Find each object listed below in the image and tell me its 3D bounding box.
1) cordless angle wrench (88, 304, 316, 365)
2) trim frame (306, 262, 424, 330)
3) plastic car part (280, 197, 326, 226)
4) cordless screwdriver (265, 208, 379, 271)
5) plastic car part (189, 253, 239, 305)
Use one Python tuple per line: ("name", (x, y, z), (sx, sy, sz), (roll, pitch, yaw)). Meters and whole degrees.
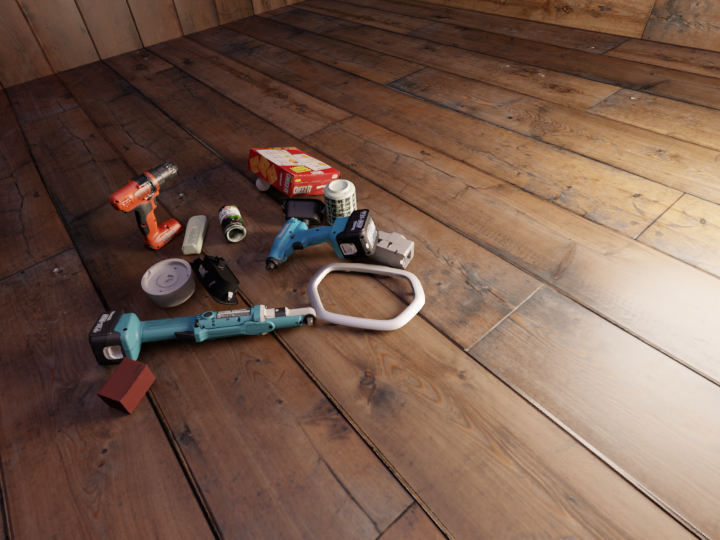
("cordless angle wrench", (-0.299, 0.110, 0.833), (0.420, 0.072, 0.101), (-6, 28, -4))
("trim frame", (0.007, 0.047, 0.889), (0.255, 0.026, 0.187), (4, 46, 14))
("plastic car part", (-0.148, -0.143, 1.087), (0.118, 0.064, 0.072), (4, 60, 6))
("cordless screwdriver", (-0.093, -0.061, 0.950), (0.259, 0.071, 0.160), (-2, 43, 29))
("plastic car part", (-0.303, 0.011, 0.903), (0.067, 0.063, 0.215), (-57, 40, 7))
